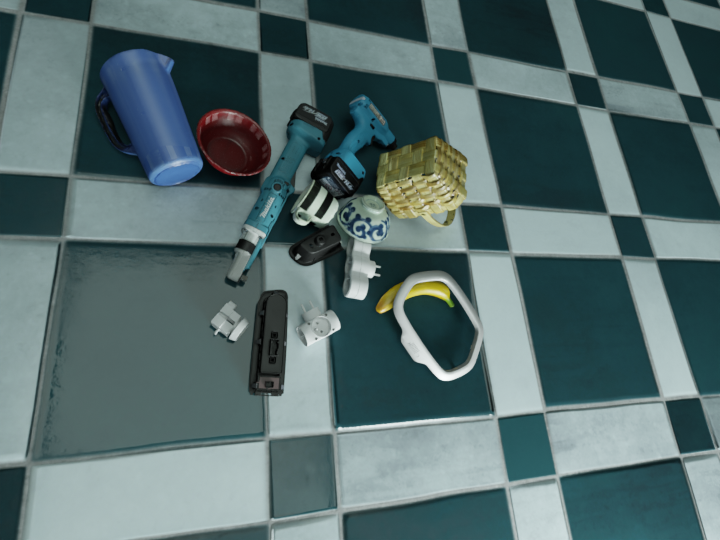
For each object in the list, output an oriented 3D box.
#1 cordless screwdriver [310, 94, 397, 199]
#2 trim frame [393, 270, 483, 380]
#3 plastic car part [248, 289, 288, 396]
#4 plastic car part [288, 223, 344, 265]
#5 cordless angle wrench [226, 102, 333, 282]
[{"bbox_3d":[-0.002,-0.267,0.976,0.151,0.078,0.250,42,62,-31],"label":"cordless screwdriver"},{"bbox_3d":[0.168,0.115,0.907,0.182,0.028,0.245,-38,98,-20],"label":"trim frame"},{"bbox_3d":[-0.169,0.129,0.801,0.065,0.067,0.207,5,68,-11],"label":"plastic car part"},{"bbox_3d":[-0.086,-0.057,0.885,0.114,0.072,0.067,-29,84,-28],"label":"plastic car part"},{"bbox_3d":[-0.179,-0.167,0.897,0.096,0.075,0.426,26,68,-10],"label":"cordless angle wrench"}]
